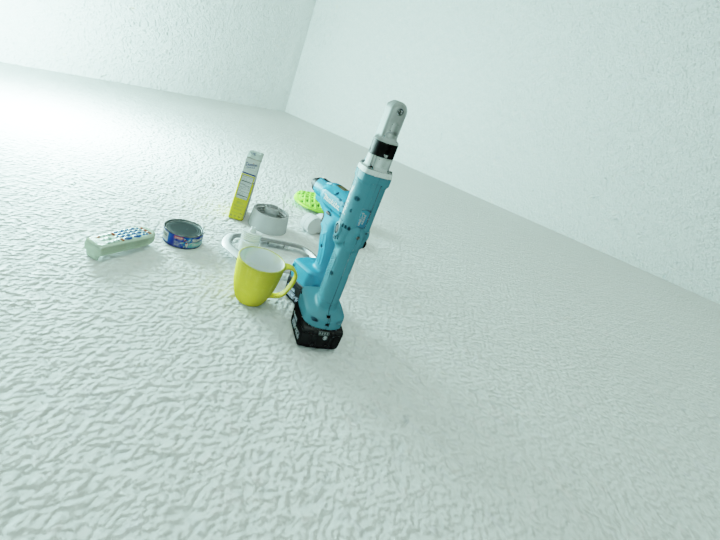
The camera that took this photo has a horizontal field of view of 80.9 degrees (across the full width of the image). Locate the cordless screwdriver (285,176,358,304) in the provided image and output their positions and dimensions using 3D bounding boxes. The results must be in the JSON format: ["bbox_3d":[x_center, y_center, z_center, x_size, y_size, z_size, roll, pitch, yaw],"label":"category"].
[{"bbox_3d":[-0.081,-0.053,0.833,0.071,0.246,0.168,3,29,-39],"label":"cordless screwdriver"}]

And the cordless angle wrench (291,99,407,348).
[{"bbox_3d":[-0.015,-0.063,0.686,0.072,0.419,0.102,12,24,-23],"label":"cordless angle wrench"}]

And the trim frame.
[{"bbox_3d":[-0.201,-0.038,0.986,0.239,0.027,0.194,7,26,-26],"label":"trim frame"}]
